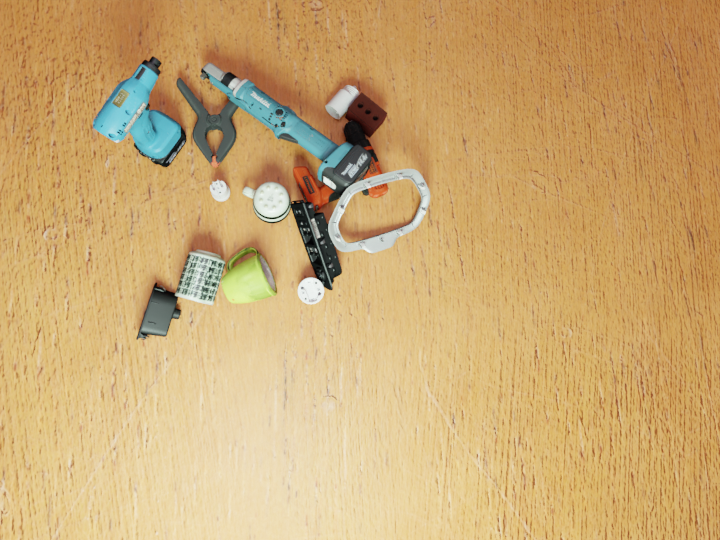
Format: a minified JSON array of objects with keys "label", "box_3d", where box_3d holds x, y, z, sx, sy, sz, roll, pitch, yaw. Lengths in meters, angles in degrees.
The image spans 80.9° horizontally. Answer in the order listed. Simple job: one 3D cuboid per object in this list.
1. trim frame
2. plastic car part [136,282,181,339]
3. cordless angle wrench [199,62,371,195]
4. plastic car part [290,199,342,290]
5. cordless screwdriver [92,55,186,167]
[{"label":"trim frame","box_3d":[0.045,-0.120,0.895,0.243,0.178,0.029,-19,42,-20]},{"label":"plastic car part","box_3d":[-0.412,0.090,0.876,0.068,0.068,0.117,21,79,-21]},{"label":"cordless angle wrench","box_3d":[-0.170,-0.317,0.893,0.430,0.073,0.098,37,77,8]},{"label":"plastic car part","box_3d":[-0.088,-0.058,0.900,0.065,0.069,0.199,-23,105,-35]},{"label":"cordless screwdriver","box_3d":[-0.404,-0.297,0.818,0.074,0.251,0.159,33,87,-7]}]
